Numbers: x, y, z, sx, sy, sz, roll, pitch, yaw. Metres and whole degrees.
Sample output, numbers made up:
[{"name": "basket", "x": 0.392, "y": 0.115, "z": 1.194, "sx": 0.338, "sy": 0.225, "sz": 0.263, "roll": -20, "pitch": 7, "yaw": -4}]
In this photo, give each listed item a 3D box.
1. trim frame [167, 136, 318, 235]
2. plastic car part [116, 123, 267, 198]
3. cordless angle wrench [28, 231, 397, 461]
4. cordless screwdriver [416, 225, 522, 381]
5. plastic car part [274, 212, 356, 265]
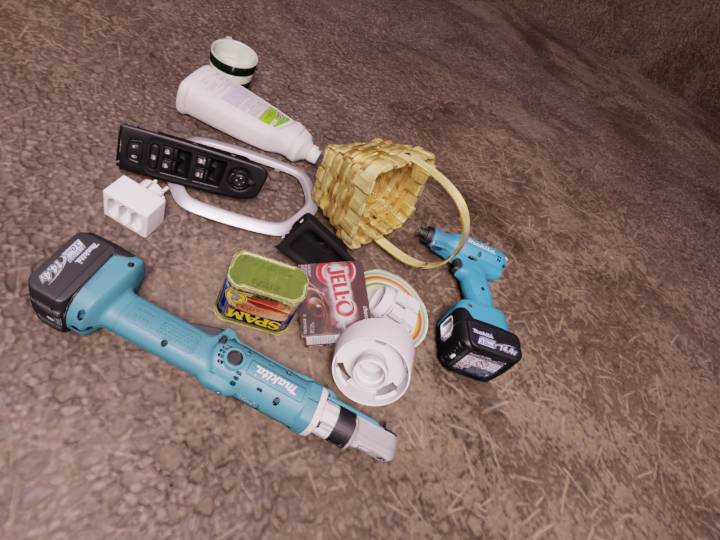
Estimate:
[{"name": "trim frame", "x": -0.184, "y": -0.137, "z": 0.667, "sx": 0.243, "sy": 0.027, "sz": 0.189, "roll": 13, "pitch": 51, "yaw": -13}, {"name": "plastic car part", "x": -0.236, "y": -0.155, "z": 0.609, "sx": 0.199, "sy": 0.066, "sz": 0.069, "roll": 15, "pitch": 24, "yaw": -12}, {"name": "cordless angle wrench", "x": -0.145, "y": 0.104, "z": 0.467, "sx": 0.420, "sy": 0.074, "sz": 0.098, "roll": 30, "pitch": 48, "yaw": -4}, {"name": "cordless screwdriver", "x": 0.156, "y": 0.033, "z": 0.658, "sx": 0.157, "sy": 0.074, "sz": 0.253, "roll": 22, "pitch": 44, "yaw": -8}, {"name": "plastic car part", "x": -0.060, "y": -0.039, "z": 0.617, "sx": 0.110, "sy": 0.067, "sz": 0.074, "roll": 38, "pitch": 26, "yaw": -33}]
